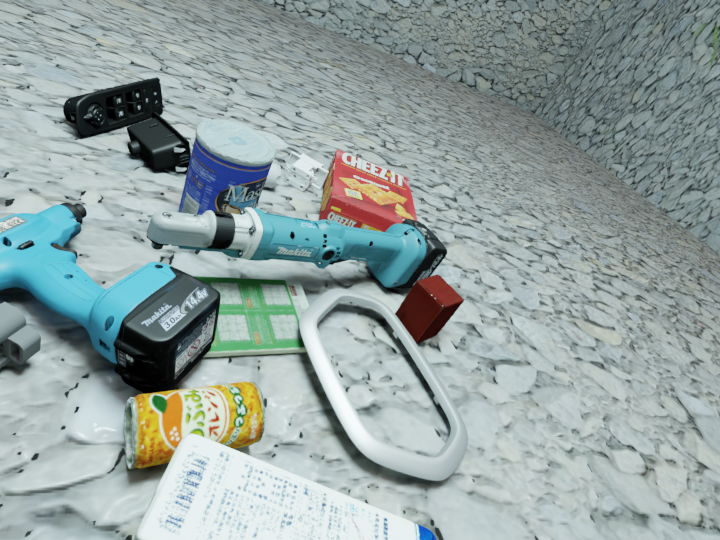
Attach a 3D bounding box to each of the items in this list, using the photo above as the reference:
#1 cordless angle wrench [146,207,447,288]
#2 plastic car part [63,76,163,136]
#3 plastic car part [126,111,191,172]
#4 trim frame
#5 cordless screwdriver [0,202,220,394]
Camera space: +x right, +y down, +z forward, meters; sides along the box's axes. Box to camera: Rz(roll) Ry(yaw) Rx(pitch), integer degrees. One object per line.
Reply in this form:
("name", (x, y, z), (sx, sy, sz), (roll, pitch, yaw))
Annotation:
("cordless angle wrench", (-0.053, -0.035, 0.542), (0.402, 0.098, 0.078), (4, 38, -41))
("plastic car part", (-0.416, -0.282, 0.712), (0.067, 0.065, 0.205), (17, 34, 1))
("plastic car part", (-0.326, -0.197, 0.668), (0.121, 0.065, 0.069), (39, 50, 23))
("trim frame", (0.026, 0.117, 0.494), (0.175, 0.027, 0.261), (-1, 44, -39))
("cordless screwdriver", (-0.254, 0.007, 0.416), (0.253, 0.073, 0.159), (21, 34, 7))
